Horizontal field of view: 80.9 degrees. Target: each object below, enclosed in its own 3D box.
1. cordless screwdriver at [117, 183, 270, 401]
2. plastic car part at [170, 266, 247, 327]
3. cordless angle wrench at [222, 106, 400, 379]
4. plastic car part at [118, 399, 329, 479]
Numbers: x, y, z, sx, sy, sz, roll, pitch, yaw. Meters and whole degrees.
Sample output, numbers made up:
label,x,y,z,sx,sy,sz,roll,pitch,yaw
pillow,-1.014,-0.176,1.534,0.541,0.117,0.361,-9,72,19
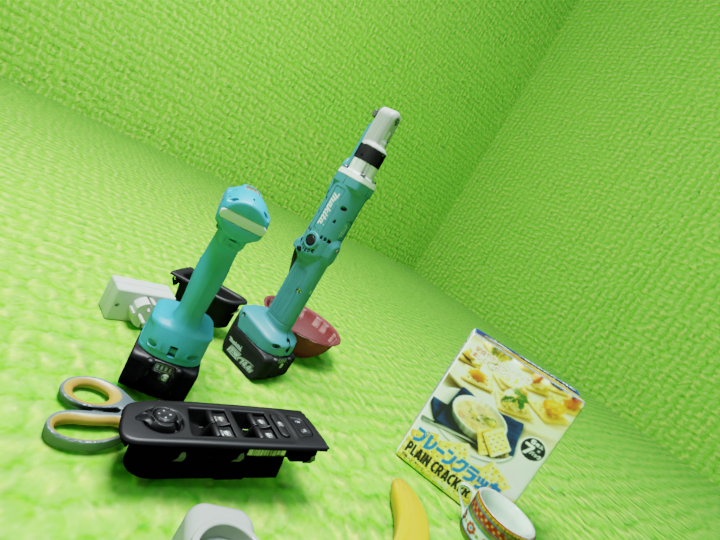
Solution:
label,x,y,z,sx,sy,sz,roll,pitch,yaw
cordless screwdriver,-0.183,0.013,0.492,0.072,0.248,0.165,27,9,-22
plastic car part,-0.245,0.051,0.660,0.118,0.071,0.065,31,9,5
cordless angle wrench,-0.060,-0.039,0.609,0.103,0.422,0.071,36,10,30
plastic car part,-0.133,0.163,0.403,0.192,0.067,0.070,24,11,-35
